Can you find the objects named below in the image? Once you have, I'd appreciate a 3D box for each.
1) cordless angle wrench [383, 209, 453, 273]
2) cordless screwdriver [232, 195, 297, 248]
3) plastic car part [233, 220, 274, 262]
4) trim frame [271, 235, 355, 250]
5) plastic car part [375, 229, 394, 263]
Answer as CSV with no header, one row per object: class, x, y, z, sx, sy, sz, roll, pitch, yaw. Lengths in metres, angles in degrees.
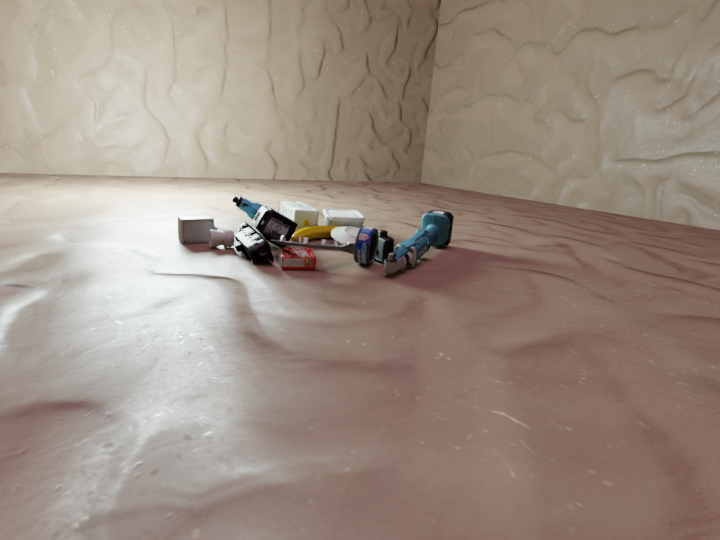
cordless angle wrench,0.142,-0.066,1.037,0.077,0.096,0.413,10,21,23
cordless screwdriver,-0.264,-0.143,1.130,0.153,0.074,0.259,30,3,-23
plastic car part,-0.251,-0.062,0.970,0.065,0.065,0.214,-18,23,-26
trim frame,-0.097,-0.063,0.988,0.192,0.027,0.238,9,3,26
plastic car part,0.049,-0.063,1.019,0.064,0.070,0.122,-4,14,-26
